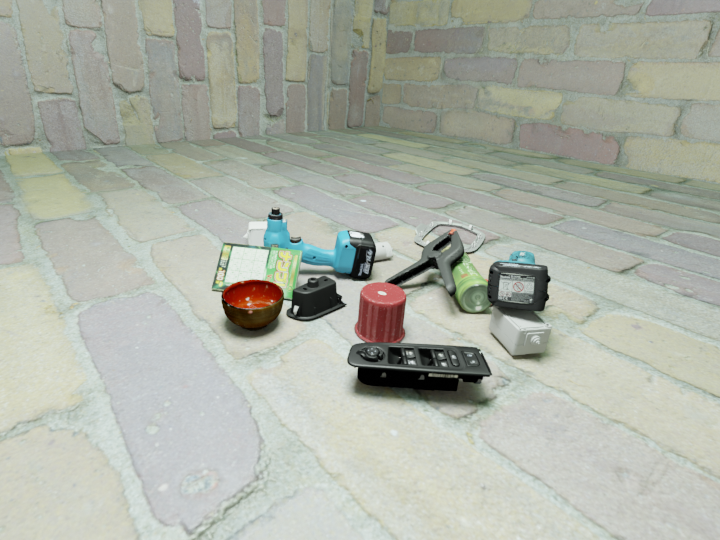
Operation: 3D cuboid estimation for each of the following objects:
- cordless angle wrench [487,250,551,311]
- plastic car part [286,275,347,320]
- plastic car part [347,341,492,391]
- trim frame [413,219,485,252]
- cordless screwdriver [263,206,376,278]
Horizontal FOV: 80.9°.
[{"bbox_3d":[0.337,-0.004,0.891,0.102,0.073,0.411,5,11,21],"label":"cordless angle wrench"},{"bbox_3d":[-0.088,0.046,0.823,0.070,0.069,0.112,23,29,39],"label":"plastic car part"},{"bbox_3d":[0.080,0.144,0.631,0.203,0.065,0.068,6,32,0],"label":"plastic car part"},{"bbox_3d":[0.251,-0.101,1.203,0.193,0.027,0.243,14,30,26],"label":"trim frame"},{"bbox_3d":[-0.092,-0.060,0.945,0.247,0.156,0.076,2,24,-5],"label":"cordless screwdriver"}]
